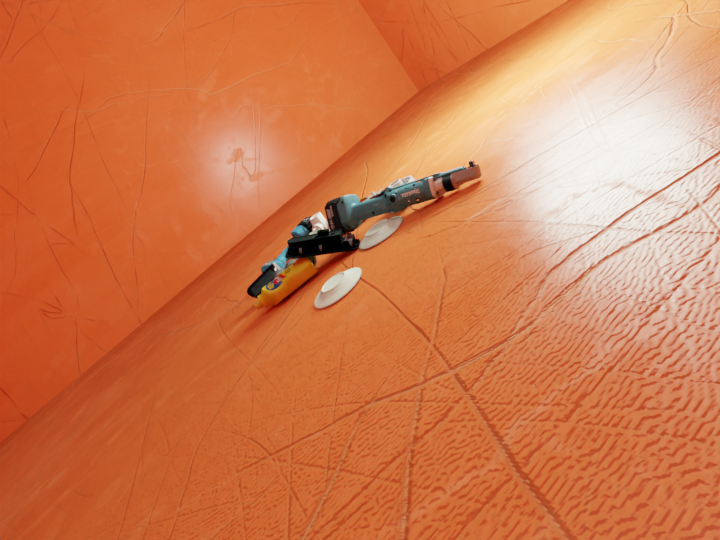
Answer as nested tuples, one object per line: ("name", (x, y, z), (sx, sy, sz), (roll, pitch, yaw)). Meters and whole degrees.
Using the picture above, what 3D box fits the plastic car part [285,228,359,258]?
("plastic car part", (-0.108, -0.071, 1.107), (0.207, 0.064, 0.067), (-12, 29, 13))

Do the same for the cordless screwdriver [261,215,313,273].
("cordless screwdriver", (-0.245, -0.076, 1.467), (0.247, 0.072, 0.165), (-50, 20, -21))

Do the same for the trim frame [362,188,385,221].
("trim frame", (-0.006, -0.187, 1.347), (0.247, 0.027, 0.191), (-49, 20, -25))

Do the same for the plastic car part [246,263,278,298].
("plastic car part", (-0.278, 0.048, 1.266), (0.116, 0.063, 0.075), (-45, 31, -10))

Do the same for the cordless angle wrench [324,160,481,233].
("cordless angle wrench", (0.091, -0.178, 1.040), (0.440, 0.098, 0.071), (-11, 2, 41))
